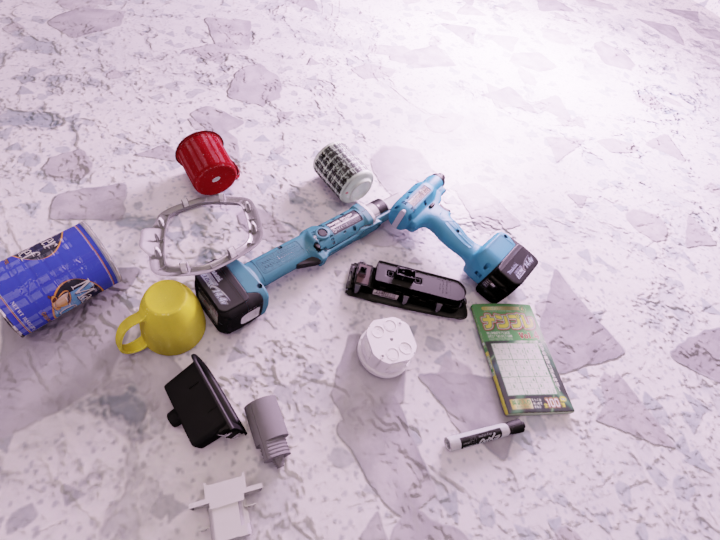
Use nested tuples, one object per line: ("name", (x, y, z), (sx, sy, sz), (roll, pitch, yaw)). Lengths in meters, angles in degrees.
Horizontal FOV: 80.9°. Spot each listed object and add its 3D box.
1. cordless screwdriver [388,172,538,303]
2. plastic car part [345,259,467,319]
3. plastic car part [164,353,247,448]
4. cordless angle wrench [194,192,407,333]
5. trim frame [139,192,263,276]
("cordless screwdriver", (0.186, -0.071, 0.751), (0.255, 0.073, 0.157), (39, 56, 12))
("plastic car part", (0.083, 0.024, 0.690), (0.203, 0.066, 0.067), (16, 46, -1))
("plastic car part", (-0.206, 0.174, 0.535), (0.070, 0.064, 0.122), (-38, 65, -16))
("cordless angle wrench", (-0.069, -0.045, 0.709), (0.413, 0.073, 0.101), (-32, 69, -31))
("trim frame", (-0.250, -0.066, 0.665), (0.182, 0.026, 0.261), (-16, 38, -10))
